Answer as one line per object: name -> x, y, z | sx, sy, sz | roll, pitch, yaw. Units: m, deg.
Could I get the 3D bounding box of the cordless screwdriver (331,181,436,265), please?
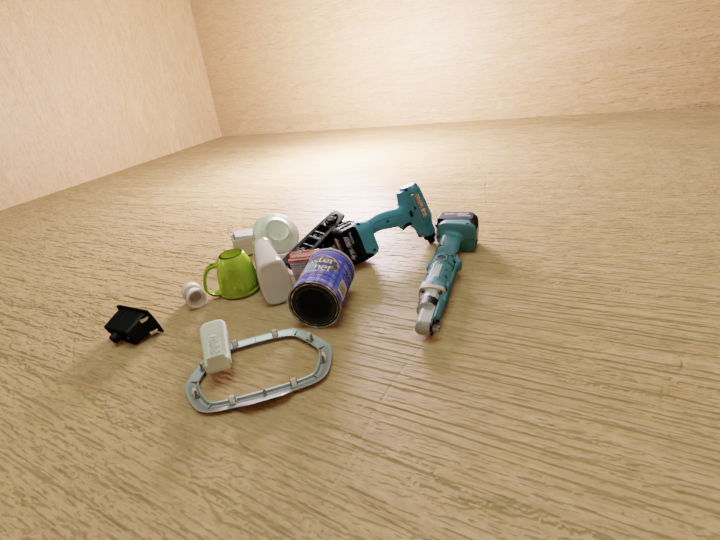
cordless screwdriver -> 0.064, -0.090, 1.025 | 0.246, 0.155, 0.077 | -30, 15, -11

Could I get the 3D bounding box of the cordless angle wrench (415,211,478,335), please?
cordless angle wrench -> 0.172, -0.005, 0.875 | 0.102, 0.072, 0.421 | 2, 31, 22

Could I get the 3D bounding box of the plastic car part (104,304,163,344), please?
plastic car part -> -0.473, 0.116, 0.860 | 0.122, 0.063, 0.071 | 3, 42, 29

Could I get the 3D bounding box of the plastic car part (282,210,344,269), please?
plastic car part -> -0.103, -0.067, 1.050 | 0.070, 0.064, 0.202 | 13, 60, 52

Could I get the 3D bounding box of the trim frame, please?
trim frame -> -0.169, 0.159, 0.708 | 0.245, 0.027, 0.192 | -13, 28, -10
